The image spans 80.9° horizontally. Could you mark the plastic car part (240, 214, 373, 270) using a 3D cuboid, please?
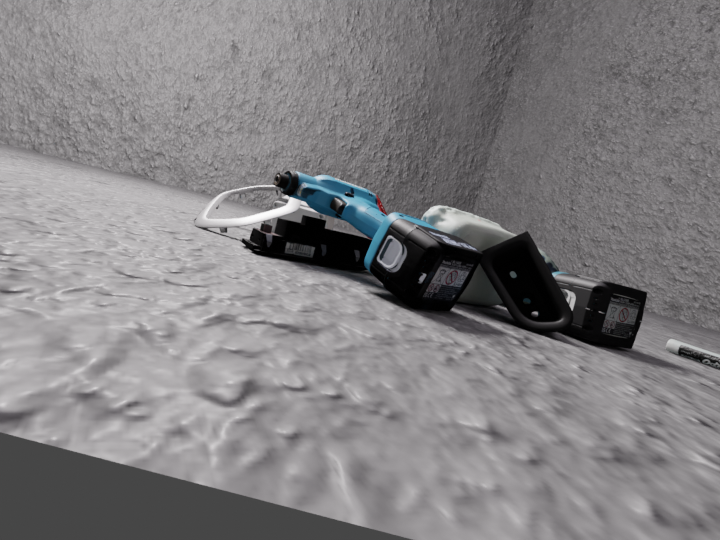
[{"bbox_3d":[-0.057,-0.037,0.584,0.193,0.067,0.069,14,-2,-31],"label":"plastic car part"}]

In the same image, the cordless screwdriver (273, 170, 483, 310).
[{"bbox_3d":[0.006,-0.054,0.500,0.151,0.074,0.263,12,21,-38],"label":"cordless screwdriver"}]

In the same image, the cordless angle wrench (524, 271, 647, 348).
[{"bbox_3d":[0.213,0.016,0.688,0.094,0.074,0.441,13,4,-26],"label":"cordless angle wrench"}]

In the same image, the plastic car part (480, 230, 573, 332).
[{"bbox_3d":[0.197,0.024,0.507,0.067,0.120,0.068,-27,-22,12],"label":"plastic car part"}]

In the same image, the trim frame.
[{"bbox_3d":[-0.193,-0.111,0.728,0.184,0.027,0.256,-8,26,-3],"label":"trim frame"}]
